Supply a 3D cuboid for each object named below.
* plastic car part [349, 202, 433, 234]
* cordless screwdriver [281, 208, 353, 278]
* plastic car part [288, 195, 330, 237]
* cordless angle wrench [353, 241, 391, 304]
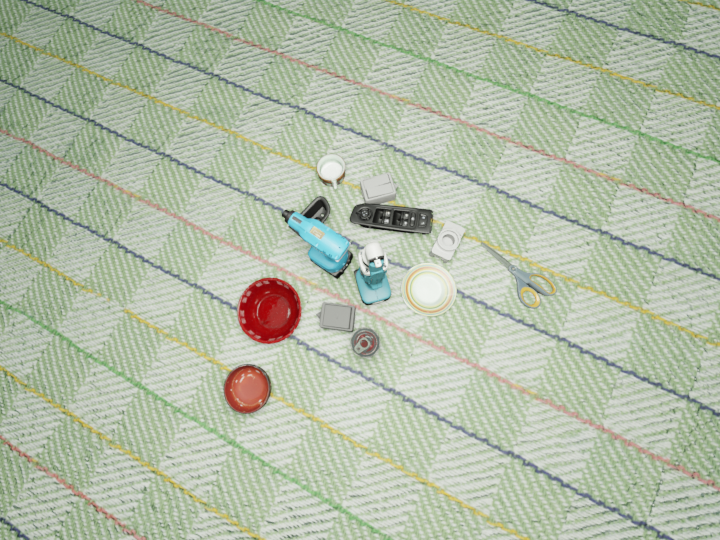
[{"bbox_3d":[0.076,-0.129,1.068,0.206,0.065,0.067,9,79,8],"label":"plastic car part"},{"bbox_3d":[-0.096,-0.063,0.981,0.163,0.244,0.074,34,82,9],"label":"cordless screwdriver"},{"bbox_3d":[-0.119,-0.129,1.089,0.067,0.069,0.116,40,84,10],"label":"plastic car part"},{"bbox_3d":[0.026,0.002,0.864,0.074,0.415,0.100,-15,80,-1],"label":"cordless angle wrench"}]
